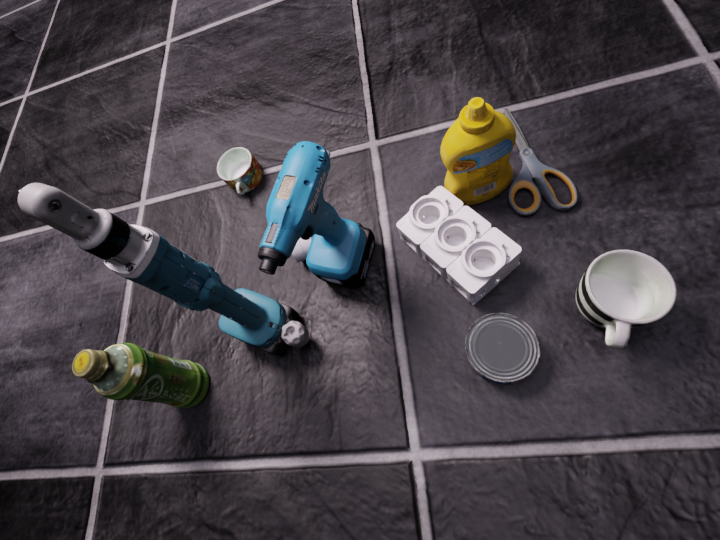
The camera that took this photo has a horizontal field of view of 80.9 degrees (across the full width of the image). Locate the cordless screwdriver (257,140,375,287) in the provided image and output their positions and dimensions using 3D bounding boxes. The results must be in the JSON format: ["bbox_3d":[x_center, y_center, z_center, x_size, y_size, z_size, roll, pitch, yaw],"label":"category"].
[{"bbox_3d":[-0.055,-0.036,0.565,0.077,0.237,0.160,11,72,20],"label":"cordless screwdriver"}]

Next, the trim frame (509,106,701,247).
[{"bbox_3d":[0.329,-0.136,0.592,0.184,0.026,0.261,-38,60,0],"label":"trim frame"}]

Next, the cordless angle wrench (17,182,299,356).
[{"bbox_3d":[-0.194,0.017,0.495,0.102,0.403,0.075,17,74,22],"label":"cordless angle wrench"}]
